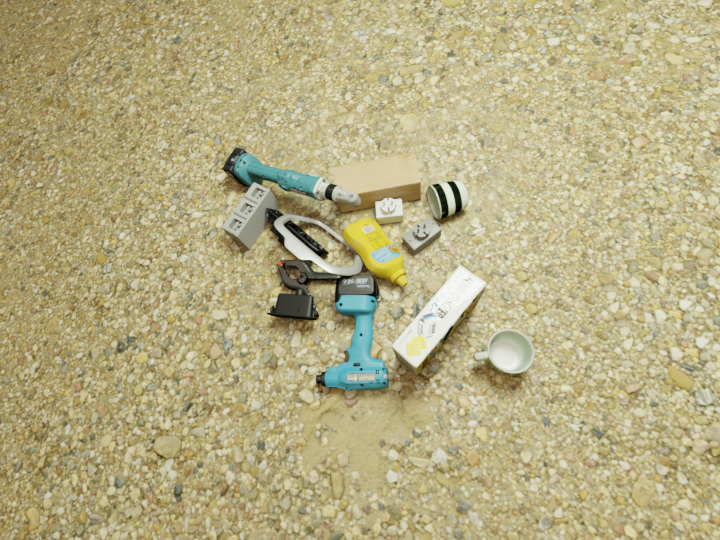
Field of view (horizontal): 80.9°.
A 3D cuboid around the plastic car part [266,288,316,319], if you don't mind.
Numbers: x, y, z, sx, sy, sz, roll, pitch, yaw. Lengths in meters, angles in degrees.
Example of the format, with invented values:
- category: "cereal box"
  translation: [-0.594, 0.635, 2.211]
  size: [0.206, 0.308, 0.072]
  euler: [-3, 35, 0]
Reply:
- category: "plastic car part"
  translation: [-0.152, 0.079, 0.993]
  size: [0.121, 0.063, 0.072]
  euler: [-2, 77, 23]

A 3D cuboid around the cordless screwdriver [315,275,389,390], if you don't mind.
- category: "cordless screwdriver"
  translation: [-0.025, 0.139, 0.953]
  size: [0.162, 0.071, 0.254]
  euler: [-7, 71, 12]

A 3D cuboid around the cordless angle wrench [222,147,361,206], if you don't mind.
- category: "cordless angle wrench"
  translation: [-0.179, -0.228, 1.077]
  size: [0.446, 0.093, 0.074]
  euler: [22, 77, 33]

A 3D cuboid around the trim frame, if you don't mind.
- category: "trim frame"
  translation: [-0.099, -0.065, 1.015]
  size: [0.259, 0.177, 0.027]
  euler: [40, 121, 23]

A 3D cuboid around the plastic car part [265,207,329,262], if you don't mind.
- category: "plastic car part"
  translation: [-0.172, -0.086, 1.084]
  size: [0.212, 0.063, 0.067]
  euler: [34, 93, 24]
